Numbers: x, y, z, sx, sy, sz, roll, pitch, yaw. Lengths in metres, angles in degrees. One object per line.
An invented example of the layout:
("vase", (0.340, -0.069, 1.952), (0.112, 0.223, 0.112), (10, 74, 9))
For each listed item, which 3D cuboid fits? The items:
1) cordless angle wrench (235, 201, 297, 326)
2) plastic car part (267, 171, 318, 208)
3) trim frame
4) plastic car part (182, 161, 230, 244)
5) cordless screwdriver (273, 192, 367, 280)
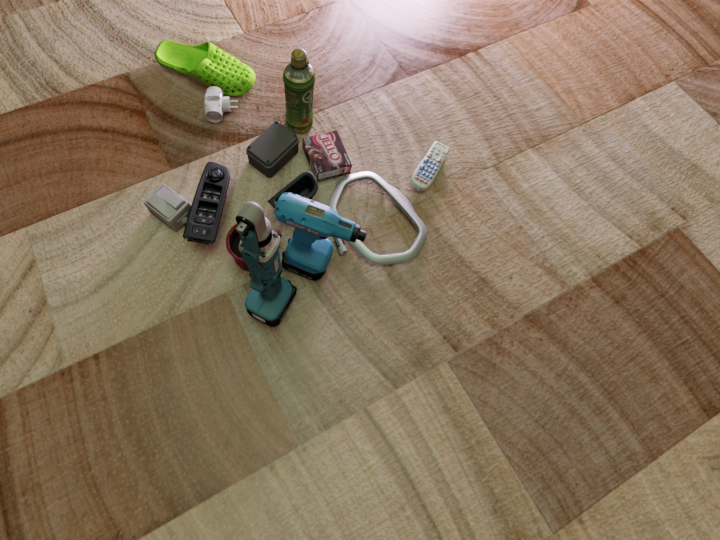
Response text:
("cordless angle wrench", (-0.156, -0.003, 0.688), (0.075, 0.417, 0.098), (27, 69, 2))
("plastic car part", (-0.141, -0.157, 0.939), (0.067, 0.070, 0.115), (42, 71, 10))
("trim frame", (0.037, -0.120, 0.955), (0.182, 0.027, 0.256), (-38, 74, -16))
("plastic car part", (-0.329, -0.145, 0.928), (0.066, 0.066, 0.207), (6, 68, -3))
("cordless screwdriver", (-0.079, -0.051, 0.804), (0.161, 0.245, 0.075), (22, 69, 2))
